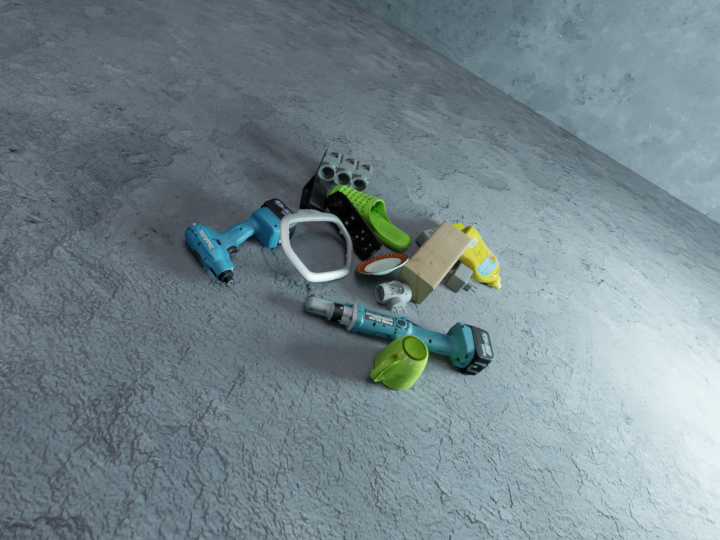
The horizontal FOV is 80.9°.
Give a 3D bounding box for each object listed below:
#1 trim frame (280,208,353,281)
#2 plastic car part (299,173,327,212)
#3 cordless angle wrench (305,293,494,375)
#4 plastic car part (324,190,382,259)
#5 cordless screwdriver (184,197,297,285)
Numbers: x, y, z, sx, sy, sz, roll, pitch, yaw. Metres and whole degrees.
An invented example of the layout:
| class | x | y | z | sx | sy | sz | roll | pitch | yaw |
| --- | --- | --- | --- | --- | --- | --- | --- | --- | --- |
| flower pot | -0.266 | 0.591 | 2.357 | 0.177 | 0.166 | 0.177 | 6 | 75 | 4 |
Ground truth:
| class | x | y | z | sx | sy | sz | roll | pitch | yaw |
| --- | --- | --- | --- | --- | --- | --- | --- | --- | --- |
| trim frame | -0.098 | -0.064 | 1.006 | 0.238 | 0.028 | 0.187 | -11 | 78 | -49 |
| plastic car part | -0.122 | -0.197 | 1.165 | 0.068 | 0.067 | 0.120 | 26 | 44 | -26 |
| cordless angle wrench | 0.080 | 0.129 | 0.931 | 0.417 | 0.073 | 0.100 | 16 | 43 | -8 |
| plastic car part | -0.017 | -0.127 | 1.124 | 0.208 | 0.067 | 0.065 | 54 | 23 | 13 |
| cordless screwdriver | -0.251 | -0.067 | 0.958 | 0.241 | 0.074 | 0.165 | -27 | 65 | -37 |
